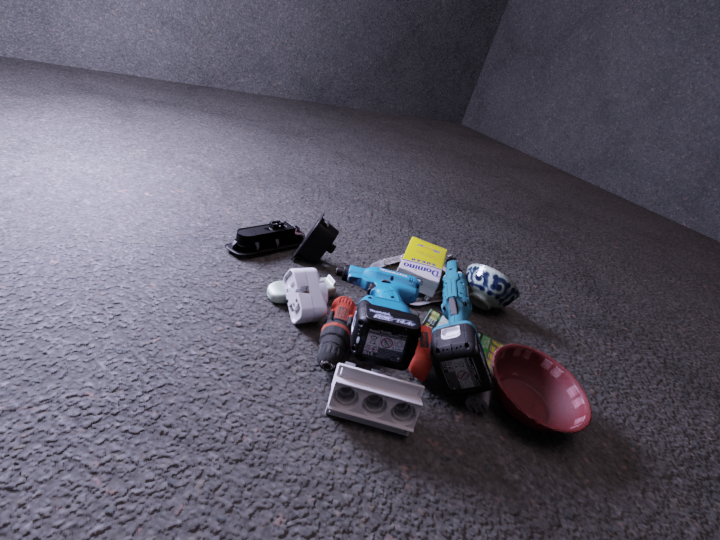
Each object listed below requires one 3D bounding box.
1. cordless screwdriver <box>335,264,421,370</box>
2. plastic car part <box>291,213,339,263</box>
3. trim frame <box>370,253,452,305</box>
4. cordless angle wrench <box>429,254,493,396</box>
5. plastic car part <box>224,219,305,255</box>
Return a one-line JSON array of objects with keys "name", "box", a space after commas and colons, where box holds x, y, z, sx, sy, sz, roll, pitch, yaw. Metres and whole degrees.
[{"name": "cordless screwdriver", "box": [0.022, 0.056, 0.713, 0.161, 0.073, 0.250, 13, 21, 2]}, {"name": "plastic car part", "box": [-0.092, -0.060, 0.942, 0.070, 0.117, 0.067, 38, 27, -11]}, {"name": "trim frame", "box": [0.133, 0.016, 0.984, 0.238, 0.027, 0.194, -12, 40, -42]}, {"name": "cordless angle wrench", "box": [0.186, 0.070, 0.820, 0.076, 0.095, 0.424, -18, 19, 18]}, {"name": "plastic car part", "box": [-0.207, -0.076, 0.958, 0.196, 0.066, 0.070, -20, 49, -41]}]
